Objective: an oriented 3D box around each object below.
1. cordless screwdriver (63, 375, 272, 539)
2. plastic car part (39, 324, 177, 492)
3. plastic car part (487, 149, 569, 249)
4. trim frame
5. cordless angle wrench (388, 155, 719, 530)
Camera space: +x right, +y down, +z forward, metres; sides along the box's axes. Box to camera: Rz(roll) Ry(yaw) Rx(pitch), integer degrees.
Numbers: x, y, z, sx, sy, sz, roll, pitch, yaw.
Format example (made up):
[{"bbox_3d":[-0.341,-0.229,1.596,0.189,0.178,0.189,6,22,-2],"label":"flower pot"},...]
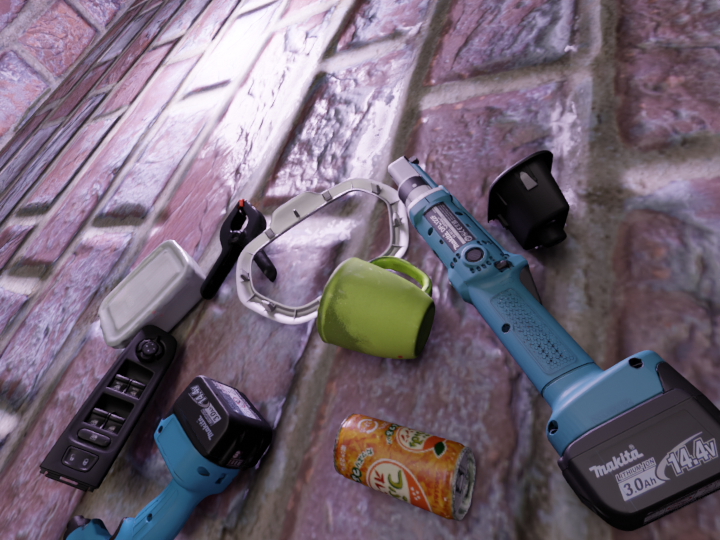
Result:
[{"bbox_3d":[-0.215,0.231,0.445,0.168,0.070,0.249,24,76,40],"label":"cordless screwdriver"},{"bbox_3d":[-0.294,0.163,0.528,0.067,0.066,0.206,15,49,1],"label":"plastic car part"},{"bbox_3d":[0.165,-0.054,0.400,0.067,0.112,0.073,-27,72,11],"label":"plastic car part"},{"bbox_3d":[-0.053,-0.035,0.547,0.248,0.026,0.194,-35,50,-2],"label":"trim frame"},{"bbox_3d":[0.120,0.000,0.410,0.098,0.070,0.444,-33,45,6],"label":"cordless angle wrench"}]
